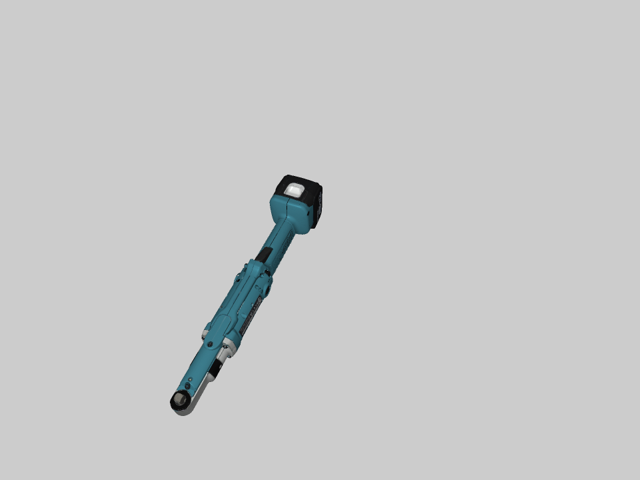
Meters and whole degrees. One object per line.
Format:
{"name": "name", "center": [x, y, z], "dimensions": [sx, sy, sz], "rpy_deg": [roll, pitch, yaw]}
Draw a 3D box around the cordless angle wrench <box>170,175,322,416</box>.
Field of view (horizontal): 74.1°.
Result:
{"name": "cordless angle wrench", "center": [-0.106, 0.068, 0.663], "dimensions": [0.074, 0.421, 0.098], "rpy_deg": [18, -36, 12]}
